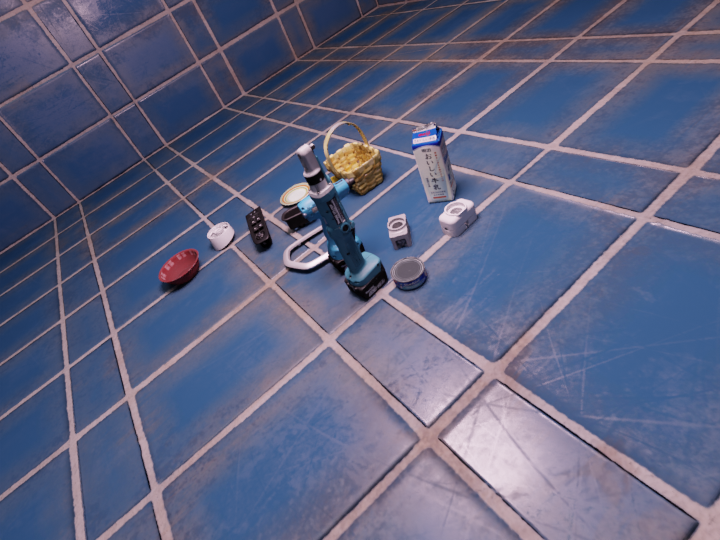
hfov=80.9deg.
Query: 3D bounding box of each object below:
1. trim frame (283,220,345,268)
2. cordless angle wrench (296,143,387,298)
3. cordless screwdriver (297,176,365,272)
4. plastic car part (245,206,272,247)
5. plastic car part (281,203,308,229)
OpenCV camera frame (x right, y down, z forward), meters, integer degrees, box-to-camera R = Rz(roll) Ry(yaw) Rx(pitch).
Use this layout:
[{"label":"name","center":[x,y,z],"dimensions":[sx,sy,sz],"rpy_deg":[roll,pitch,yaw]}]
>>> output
[{"label":"trim frame","center":[-0.127,-0.083,1.304],"dimensions":[0.247,0.026,0.194],"rpy_deg":[-35,39,-8]},{"label":"cordless angle wrench","center":[-0.049,-0.105,0.979],"dimensions":[0.097,0.403,0.079],"rpy_deg":[-41,39,-18]},{"label":"cordless screwdriver","center":[-0.050,-0.122,1.131],"dimensions":[0.158,0.237,0.078],"rpy_deg":[-31,37,-5]},{"label":"plastic car part","center":[-0.351,-0.142,1.472],"dimensions":[0.066,0.064,0.213],"rpy_deg":[-29,39,-1]},{"label":"plastic car part","center":[-0.203,-0.179,1.421],"dimensions":[0.116,0.067,0.069],"rpy_deg":[-29,38,-1]}]
